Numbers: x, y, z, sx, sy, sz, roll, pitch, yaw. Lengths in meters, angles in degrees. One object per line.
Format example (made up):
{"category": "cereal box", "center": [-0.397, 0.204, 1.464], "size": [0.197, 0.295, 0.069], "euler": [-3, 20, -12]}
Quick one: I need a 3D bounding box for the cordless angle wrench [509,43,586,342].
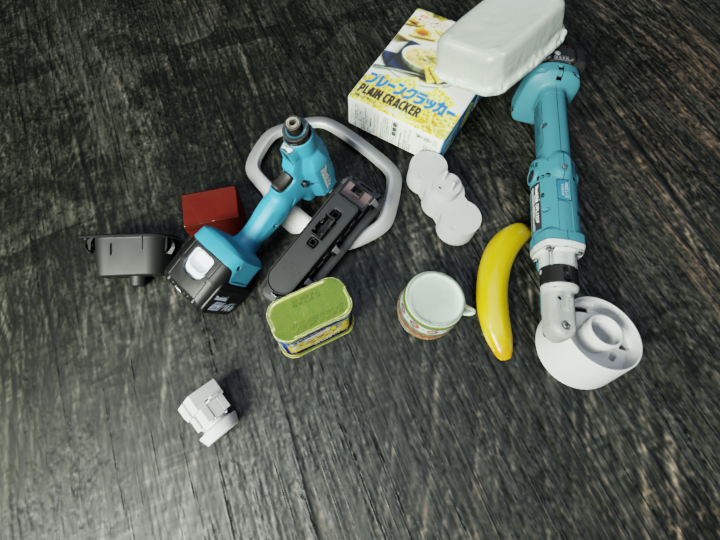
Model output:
{"category": "cordless angle wrench", "center": [0.246, -0.118, 0.545], "size": [0.075, 0.096, 0.430], "euler": [9, 65, 0]}

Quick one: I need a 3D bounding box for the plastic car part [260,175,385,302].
{"category": "plastic car part", "center": [-0.053, -0.035, 0.544], "size": [0.067, 0.066, 0.203], "euler": [39, 89, 5]}

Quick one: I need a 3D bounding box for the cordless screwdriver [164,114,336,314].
{"category": "cordless screwdriver", "center": [-0.129, -0.065, 0.511], "size": [0.076, 0.155, 0.248], "euler": [40, 85, 13]}

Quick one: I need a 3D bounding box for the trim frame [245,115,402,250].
{"category": "trim frame", "center": [-0.055, -0.134, 0.620], "size": [0.256, 0.027, 0.183], "euler": [40, 74, 16]}

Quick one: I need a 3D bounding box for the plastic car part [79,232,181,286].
{"category": "plastic car part", "center": [-0.306, -0.013, 0.570], "size": [0.116, 0.065, 0.071], "euler": [1, 83, -1]}
